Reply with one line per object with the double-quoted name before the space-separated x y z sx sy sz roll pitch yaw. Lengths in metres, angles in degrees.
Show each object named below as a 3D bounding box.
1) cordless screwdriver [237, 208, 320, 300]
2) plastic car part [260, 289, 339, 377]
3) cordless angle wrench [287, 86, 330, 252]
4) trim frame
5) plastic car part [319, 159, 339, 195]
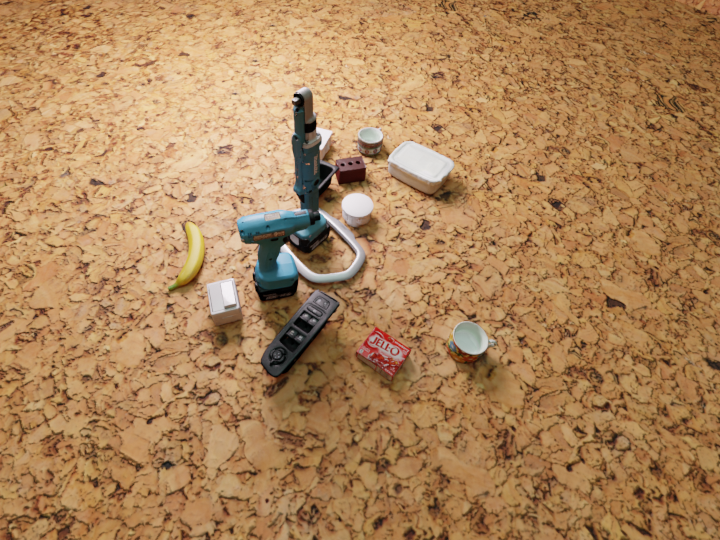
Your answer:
"cordless screwdriver" -0.162 -0.036 0.888 0.157 0.242 0.077 -11 57 -12
"plastic car part" -0.127 0.135 0.874 0.069 0.065 0.201 31 60 18
"cordless angle wrench" -0.114 -0.198 0.900 0.077 0.411 0.097 37 60 19
"trim frame" -0.102 -0.067 1.042 0.181 0.027 0.260 -35 62 -23
"plastic car part" -0.113 -0.232 1.135 0.068 0.069 0.116 23 57 13
